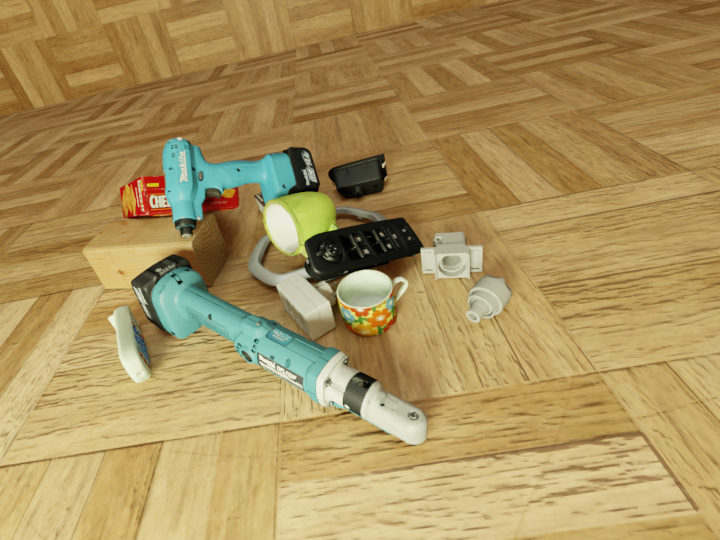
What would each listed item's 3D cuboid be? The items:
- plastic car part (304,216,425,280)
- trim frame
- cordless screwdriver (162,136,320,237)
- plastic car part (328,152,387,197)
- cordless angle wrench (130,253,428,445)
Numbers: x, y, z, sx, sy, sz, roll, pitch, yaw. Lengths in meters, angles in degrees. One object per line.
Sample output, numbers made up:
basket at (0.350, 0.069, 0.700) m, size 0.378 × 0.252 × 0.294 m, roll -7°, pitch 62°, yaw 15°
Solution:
plastic car part at (-0.003, -0.028, 0.600) m, size 0.195 × 0.068 × 0.068 m, roll -13°, pitch -19°, yaw -42°
trim frame at (-0.069, -0.045, 0.707) m, size 0.245 × 0.026 × 0.194 m, roll -22°, pitch 37°, yaw -13°
cordless screwdriver at (-0.192, -0.133, 0.699) m, size 0.240 × 0.075 × 0.163 m, roll -4°, pitch 71°, yaw -27°
plastic car part at (-0.001, -0.174, 0.831) m, size 0.117 × 0.063 × 0.074 m, roll -14°, pitch 50°, yaw 4°
cordless angle wrench at (-0.118, 0.085, 0.506) m, size 0.445 × 0.094 × 0.073 m, roll 19°, pitch 42°, yaw 32°
